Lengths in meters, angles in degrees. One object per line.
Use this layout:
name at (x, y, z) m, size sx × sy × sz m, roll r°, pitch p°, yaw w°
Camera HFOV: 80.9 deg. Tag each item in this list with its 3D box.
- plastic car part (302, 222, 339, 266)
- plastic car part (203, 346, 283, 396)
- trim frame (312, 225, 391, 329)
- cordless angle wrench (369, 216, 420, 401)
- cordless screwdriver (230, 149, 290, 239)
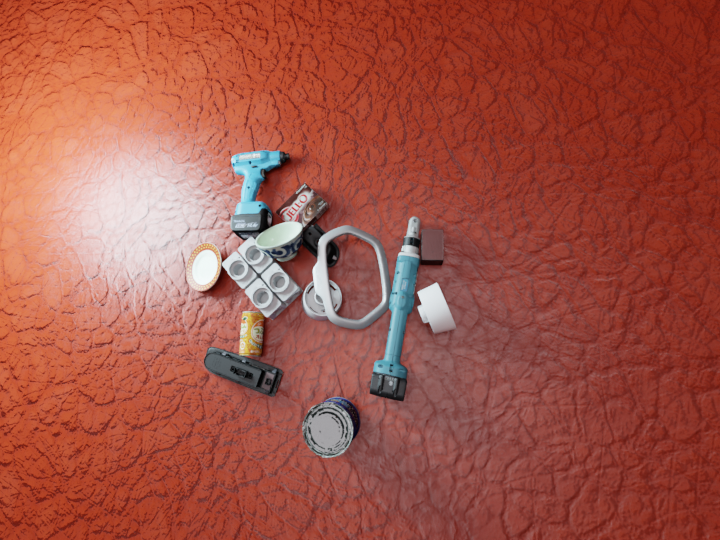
plastic car part at (-0.103, -0.067, 1.053) m, size 0.066 × 0.068 × 0.121 m, roll -44°, pitch 70°, yaw -2°
plastic car part at (-0.294, 0.240, 1.012) m, size 0.209 × 0.065 × 0.066 m, roll 16°, pitch 86°, yaw 17°
trim frame at (-0.020, 0.014, 1.004) m, size 0.180 × 0.028 × 0.251 m, roll -7°, pitch 82°, yaw -14°
cordless angle wrench at (0.094, 0.072, 0.968) m, size 0.075 × 0.095 × 0.427 m, roll 9°, pitch 73°, yaw 7°
cordless screwdriver at (-0.265, -0.208, 1.124) m, size 0.161 × 0.072 × 0.254 m, roll -6°, pitch 70°, yaw 8°
